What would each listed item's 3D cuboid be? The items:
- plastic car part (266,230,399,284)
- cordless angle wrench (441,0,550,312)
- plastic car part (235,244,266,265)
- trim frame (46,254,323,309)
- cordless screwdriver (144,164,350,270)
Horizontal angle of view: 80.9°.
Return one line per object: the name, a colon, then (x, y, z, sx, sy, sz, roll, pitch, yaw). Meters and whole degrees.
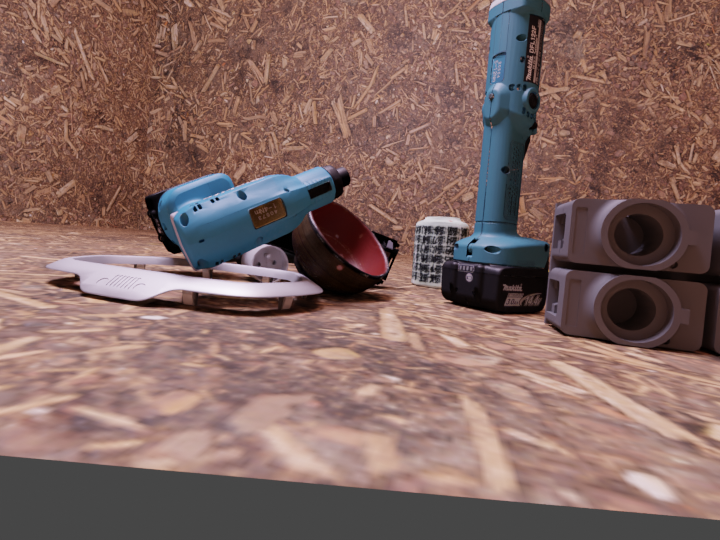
plastic car part: (-0.052, -0.034, 0.535, 0.202, 0.066, 0.068, 21, 20, -2)
cordless angle wrench: (0.160, -0.172, 0.448, 0.093, 0.422, 0.078, 5, 1, -33)
plastic car part: (-0.151, -0.023, 0.629, 0.070, 0.066, 0.118, -10, 2, -9)
trim frame: (-0.154, 0.007, 0.383, 0.256, 0.027, 0.179, 8, 3, 17)
cordless screwdriver: (-0.132, -0.068, 0.442, 0.156, 0.072, 0.261, -28, 22, -26)
